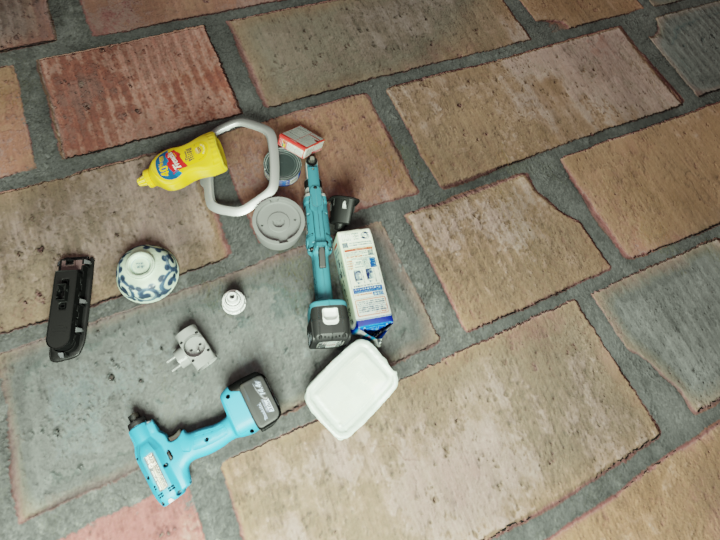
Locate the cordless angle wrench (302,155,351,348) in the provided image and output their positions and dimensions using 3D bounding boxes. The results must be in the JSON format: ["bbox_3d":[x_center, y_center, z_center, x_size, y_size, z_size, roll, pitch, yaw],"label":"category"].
[{"bbox_3d":[-0.086,-0.056,0.882,0.073,0.097,0.435,-3,66,-11],"label":"cordless angle wrench"}]

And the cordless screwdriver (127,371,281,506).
[{"bbox_3d":[-0.272,0.263,0.741,0.246,0.073,0.163,-33,77,-13],"label":"cordless screwdriver"}]

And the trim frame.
[{"bbox_3d":[-0.269,-0.232,0.932,0.185,0.027,0.254,-8,71,4],"label":"trim frame"}]

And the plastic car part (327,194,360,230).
[{"bbox_3d":[-0.040,-0.120,0.901,0.065,0.118,0.071,9,94,-8],"label":"plastic car part"}]

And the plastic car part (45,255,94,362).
[{"bbox_3d":[-0.546,0.065,0.791,0.065,0.067,0.207,-1,72,-18],"label":"plastic car part"}]
